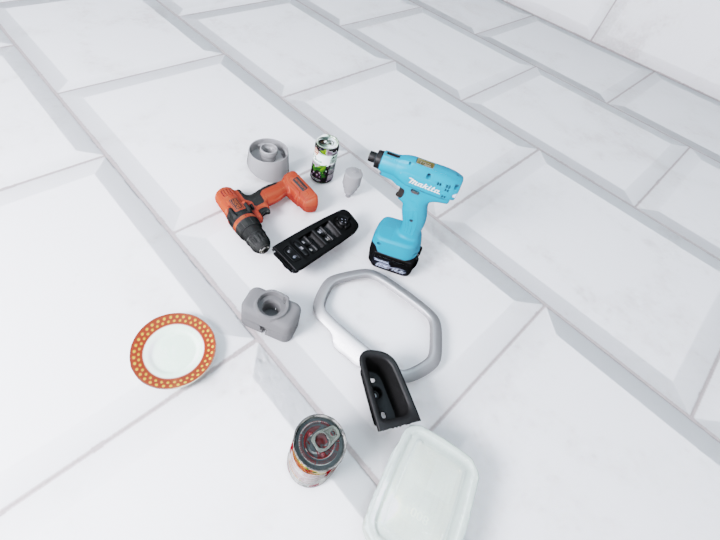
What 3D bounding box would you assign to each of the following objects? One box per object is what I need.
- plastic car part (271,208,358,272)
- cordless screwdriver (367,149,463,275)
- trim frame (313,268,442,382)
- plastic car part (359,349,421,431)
[{"bbox_3d":[-0.081,-0.053,0.825,0.069,0.066,0.199,39,54,18],"label":"plastic car part"},{"bbox_3d":[0.067,-0.106,0.779,0.161,0.244,0.075,24,50,5],"label":"cordless screwdriver"},{"bbox_3d":[0.031,0.089,0.753,0.258,0.027,0.181,36,54,19],"label":"trim frame"},{"bbox_3d":[0.031,0.187,0.645,0.064,0.069,0.122,-7,53,-19],"label":"plastic car part"}]
